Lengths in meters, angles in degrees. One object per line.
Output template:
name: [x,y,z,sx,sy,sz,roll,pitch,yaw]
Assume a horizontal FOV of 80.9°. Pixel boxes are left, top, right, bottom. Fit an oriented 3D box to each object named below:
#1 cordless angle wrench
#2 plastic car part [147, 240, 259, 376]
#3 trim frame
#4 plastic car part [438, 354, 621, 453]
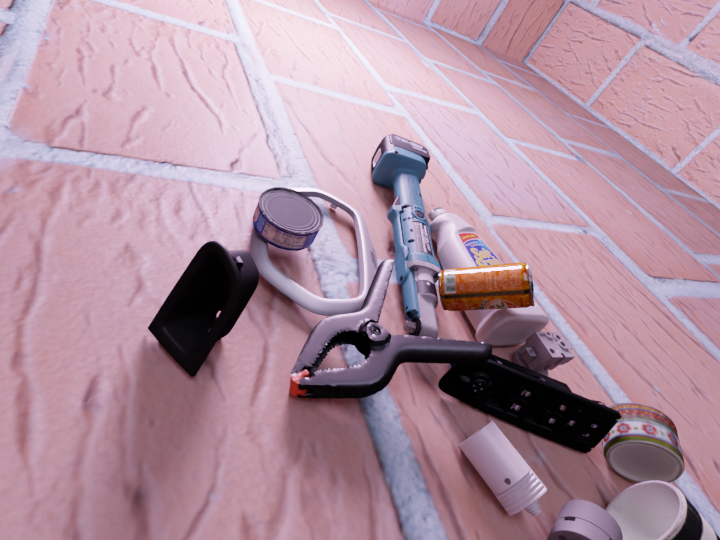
cordless angle wrench: [0.076,-0.069,0.652,0.095,0.074,0.436,16,42,-16]
plastic car part: [-0.132,0.027,0.395,0.068,0.117,0.069,41,16,12]
trim frame: [-0.056,-0.036,0.569,0.179,0.027,0.257,14,39,-16]
plastic car part: [0.186,0.138,0.489,0.199,0.066,0.069,21,29,-10]
